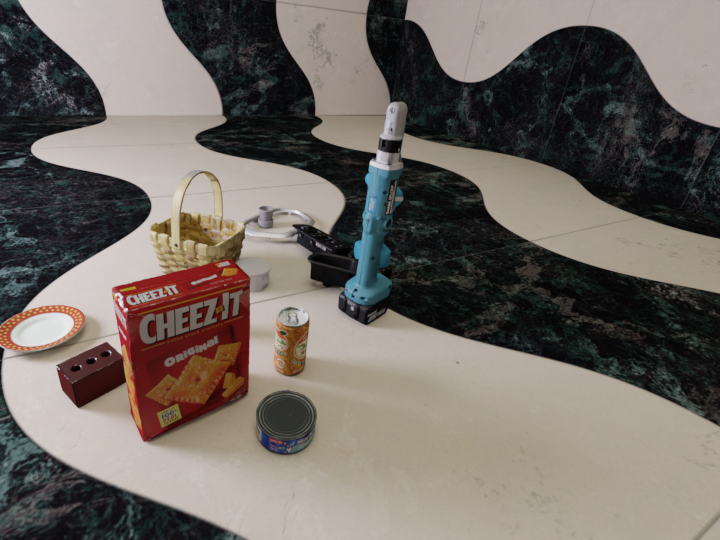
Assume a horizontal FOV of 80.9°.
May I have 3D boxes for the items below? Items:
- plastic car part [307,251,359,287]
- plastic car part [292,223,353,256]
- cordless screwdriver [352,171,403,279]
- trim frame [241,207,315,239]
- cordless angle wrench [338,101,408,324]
[{"bbox_3d":[-0.063,0.005,0.951,0.118,0.069,0.066,10,28,7],"label":"plastic car part"},{"bbox_3d":[-0.106,-0.069,1.082,0.064,0.065,0.215,-14,34,-35],"label":"plastic car part"},{"bbox_3d":[0.030,-0.101,0.980,0.072,0.243,0.166,-1,28,-17],"label":"cordless screwdriver"},{"bbox_3d":[-0.241,-0.137,1.223,0.192,0.027,0.244,18,31,21],"label":"trim frame"},{"bbox_3d":[0.033,-0.096,0.793,0.078,0.414,0.095,28,32,33],"label":"cordless angle wrench"}]
